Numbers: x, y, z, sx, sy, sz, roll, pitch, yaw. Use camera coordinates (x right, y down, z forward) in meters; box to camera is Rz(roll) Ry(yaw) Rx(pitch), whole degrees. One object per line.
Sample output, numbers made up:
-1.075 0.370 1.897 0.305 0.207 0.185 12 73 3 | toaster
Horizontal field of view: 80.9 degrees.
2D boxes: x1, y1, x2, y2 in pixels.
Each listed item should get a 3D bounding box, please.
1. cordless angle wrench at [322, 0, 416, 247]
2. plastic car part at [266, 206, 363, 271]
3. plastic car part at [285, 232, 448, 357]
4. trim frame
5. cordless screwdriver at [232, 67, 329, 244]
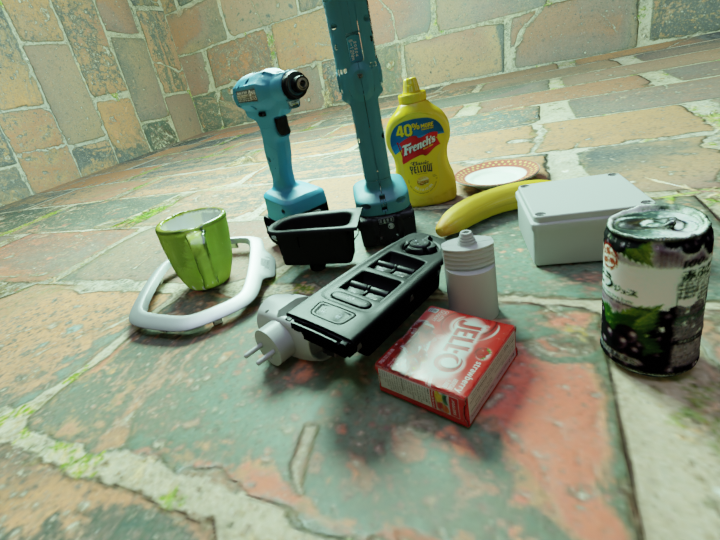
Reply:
-0.001 -0.235 0.519 0.075 0.410 0.100 -11 23 4 | cordless angle wrench
-0.052 -0.034 0.534 0.119 0.069 0.066 -6 25 15 | plastic car part
0.027 0.022 0.390 0.070 0.065 0.199 8 33 38 | plastic car part
-0.206 0.010 0.571 0.184 0.027 0.257 -15 26 -2 | trim frame
-0.096 -0.147 0.584 0.072 0.241 0.168 -26 27 -29 | cordless screwdriver
